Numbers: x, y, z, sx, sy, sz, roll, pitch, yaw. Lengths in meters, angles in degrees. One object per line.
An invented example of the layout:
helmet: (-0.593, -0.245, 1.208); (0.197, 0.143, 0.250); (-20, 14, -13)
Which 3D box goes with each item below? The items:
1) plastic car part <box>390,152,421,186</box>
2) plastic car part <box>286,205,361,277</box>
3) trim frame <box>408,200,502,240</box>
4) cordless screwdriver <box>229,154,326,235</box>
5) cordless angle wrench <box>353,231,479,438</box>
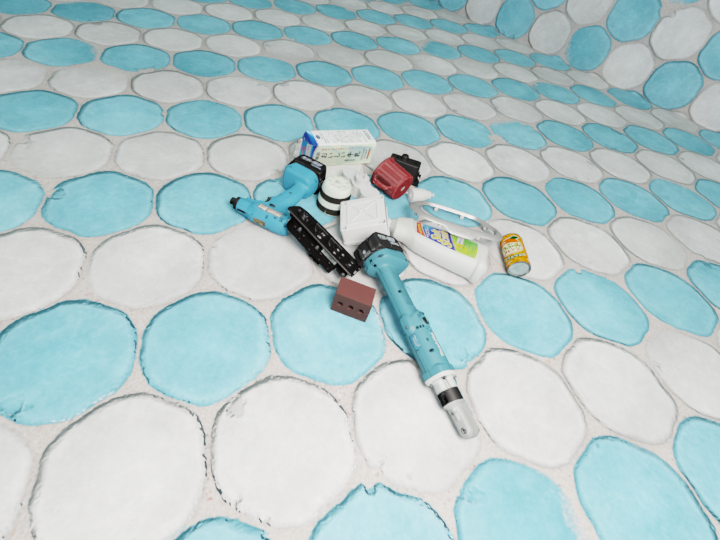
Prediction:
plastic car part: (0.128, -0.303, 1.229); (0.117, 0.070, 0.066); (23, 44, 3)
plastic car part: (-0.090, -0.059, 0.923); (0.205, 0.068, 0.065); (50, 36, 4)
trim frame: (0.240, -0.127, 1.077); (0.247, 0.027, 0.187); (18, 24, -4)
cordless screwdriver: (-0.196, -0.197, 1.047); (0.162, 0.073, 0.249); (24, 50, 9)
cordless angle wrench: (0.107, 0.109, 0.820); (0.093, 0.075, 0.442); (13, 42, -43)
